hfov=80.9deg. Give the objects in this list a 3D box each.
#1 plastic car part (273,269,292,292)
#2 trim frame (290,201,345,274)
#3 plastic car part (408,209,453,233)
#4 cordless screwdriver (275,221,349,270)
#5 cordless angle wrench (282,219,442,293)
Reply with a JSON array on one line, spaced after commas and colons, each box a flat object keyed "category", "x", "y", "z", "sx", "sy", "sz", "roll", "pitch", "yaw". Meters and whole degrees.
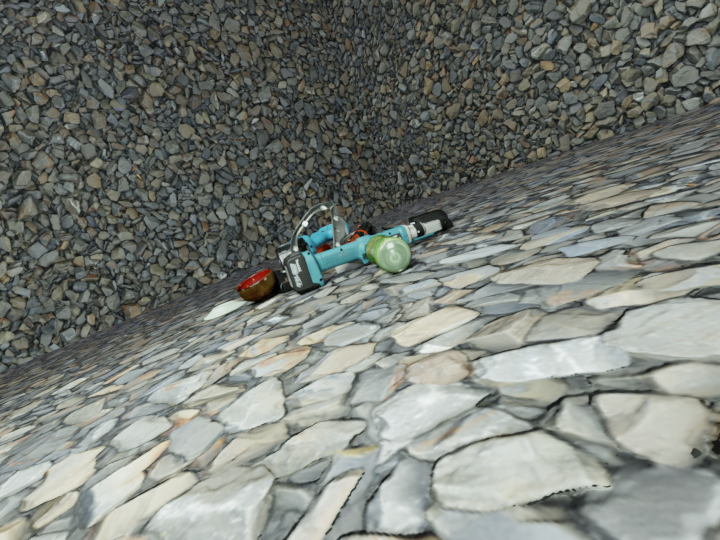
[{"category": "plastic car part", "x": -0.246, "y": 0.034, "z": 1.240, "sx": 0.065, "sy": 0.066, "sz": 0.209, "roll": -32, "pitch": 10, "yaw": -30}, {"category": "trim frame", "x": -0.110, "y": -0.072, "z": 1.123, "sx": 0.029, "sy": 0.239, "sz": 0.181, "roll": 31, "pitch": 53, "yaw": 31}, {"category": "plastic car part", "x": 0.204, "y": -0.127, "z": 1.175, "sx": 0.116, "sy": 0.064, "sz": 0.073, "roll": -18, "pitch": 21, "yaw": -3}, {"category": "cordless screwdriver", "x": -0.157, "y": -0.077, "z": 1.269, "sx": 0.165, "sy": 0.073, "sz": 0.243, "roll": -15, "pitch": 14, "yaw": 39}, {"category": "cordless angle wrench", "x": 0.018, "y": -0.055, "z": 1.063, "sx": 0.417, "sy": 0.097, "sz": 0.076, "roll": -20, "pitch": 8, "yaw": -12}]
